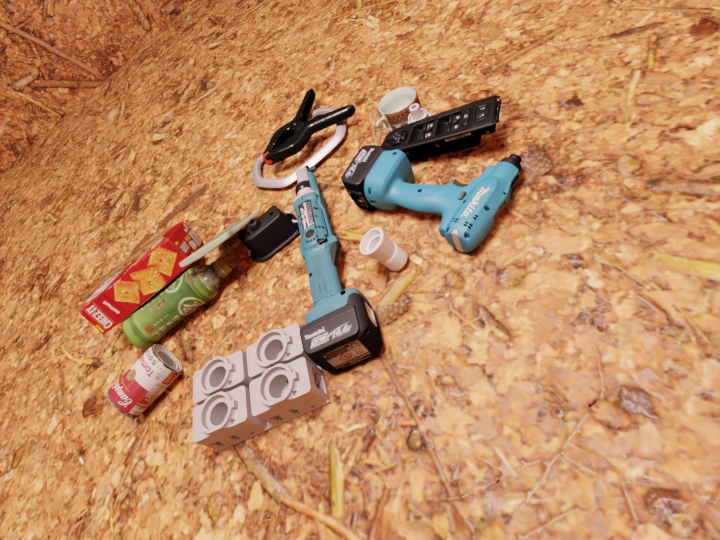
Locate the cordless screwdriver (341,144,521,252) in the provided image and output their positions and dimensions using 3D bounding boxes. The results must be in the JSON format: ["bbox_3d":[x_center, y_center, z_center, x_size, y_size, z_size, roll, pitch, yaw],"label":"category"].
[{"bbox_3d":[0.103,-0.137,0.650,0.263,0.070,0.159,28,75,38],"label":"cordless screwdriver"}]

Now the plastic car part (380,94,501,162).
[{"bbox_3d":[0.128,-0.221,0.693,0.212,0.063,0.067,-2,64,35],"label":"plastic car part"}]

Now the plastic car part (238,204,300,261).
[{"bbox_3d":[-0.172,-0.073,0.773,0.116,0.067,0.070,-38,46,-2],"label":"plastic car part"}]

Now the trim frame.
[{"bbox_3d":[-0.134,-0.267,0.917,0.248,0.026,0.195,-43,48,1],"label":"trim frame"}]

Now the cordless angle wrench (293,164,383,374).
[{"bbox_3d":[-0.068,-0.044,0.692,0.099,0.070,0.442,-28,46,11],"label":"cordless angle wrench"}]
